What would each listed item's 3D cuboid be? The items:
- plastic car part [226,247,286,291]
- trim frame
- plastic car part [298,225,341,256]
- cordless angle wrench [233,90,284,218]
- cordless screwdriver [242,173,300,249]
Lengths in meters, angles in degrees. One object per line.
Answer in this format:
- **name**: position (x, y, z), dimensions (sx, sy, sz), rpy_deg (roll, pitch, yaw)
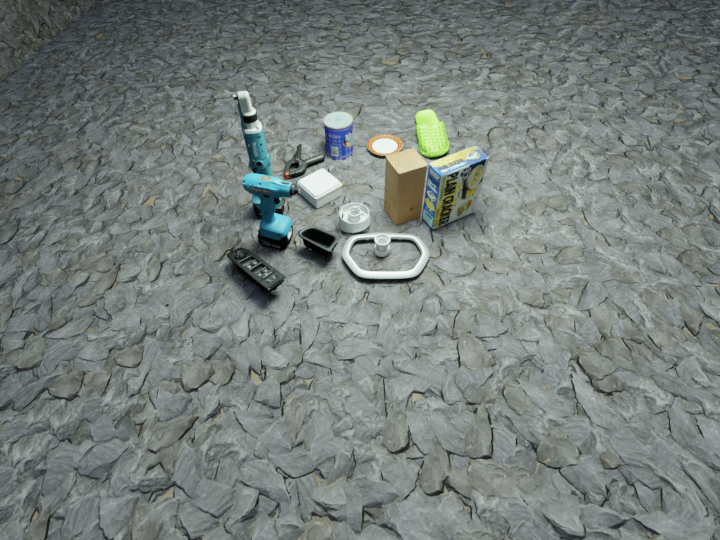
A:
- **plastic car part**: position (-0.294, 0.000, 1.185), dimensions (0.213, 0.064, 0.065), rpy_deg (35, 60, 29)
- **trim frame**: position (0.071, -0.047, 1.211), dimensions (0.250, 0.026, 0.190), rpy_deg (-3, 50, 4)
- **plastic car part**: position (-0.120, -0.079, 1.230), dimensions (0.121, 0.068, 0.066), rpy_deg (23, 55, 22)
- **cordless angle wrench**: position (-0.296, -0.325, 1.233), dimensions (0.098, 0.408, 0.077), rpy_deg (-3, 50, -1)
- **cordless screwdriver**: position (-0.235, -0.164, 1.202), dimensions (0.164, 0.240, 0.075), rpy_deg (14, 52, 13)
